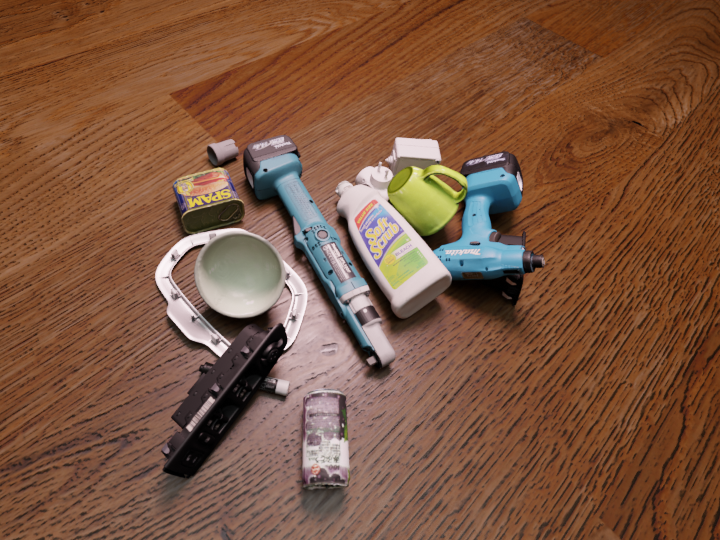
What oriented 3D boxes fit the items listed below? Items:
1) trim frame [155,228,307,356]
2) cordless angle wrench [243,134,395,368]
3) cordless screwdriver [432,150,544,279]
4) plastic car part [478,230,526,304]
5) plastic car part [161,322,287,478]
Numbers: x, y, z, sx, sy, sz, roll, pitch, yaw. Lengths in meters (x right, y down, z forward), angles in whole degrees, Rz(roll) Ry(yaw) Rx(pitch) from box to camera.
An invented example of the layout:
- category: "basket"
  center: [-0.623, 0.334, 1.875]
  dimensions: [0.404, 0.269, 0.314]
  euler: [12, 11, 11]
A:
- category: "trim frame"
  center: [-0.193, 0.027, 0.631]
  dimensions: [0.257, 0.027, 0.181]
  euler: [41, 63, 19]
- category: "cordless angle wrench"
  center: [-0.065, -0.043, 0.667]
  dimensions: [0.096, 0.073, 0.441]
  euler: [-22, 63, -20]
- category: "cordless screwdriver"
  center: [0.218, -0.088, 0.680]
  dimensions: [0.166, 0.070, 0.250]
  euler: [-3, 48, 37]
- category: "plastic car part"
  center: [0.226, -0.014, 0.684]
  dimensions: [0.073, 0.063, 0.118]
  euler: [7, 51, 14]
- category: "plastic car part"
  center: [-0.165, 0.144, 0.518]
  dimensions: [0.071, 0.063, 0.202]
  euler: [26, 66, 34]
